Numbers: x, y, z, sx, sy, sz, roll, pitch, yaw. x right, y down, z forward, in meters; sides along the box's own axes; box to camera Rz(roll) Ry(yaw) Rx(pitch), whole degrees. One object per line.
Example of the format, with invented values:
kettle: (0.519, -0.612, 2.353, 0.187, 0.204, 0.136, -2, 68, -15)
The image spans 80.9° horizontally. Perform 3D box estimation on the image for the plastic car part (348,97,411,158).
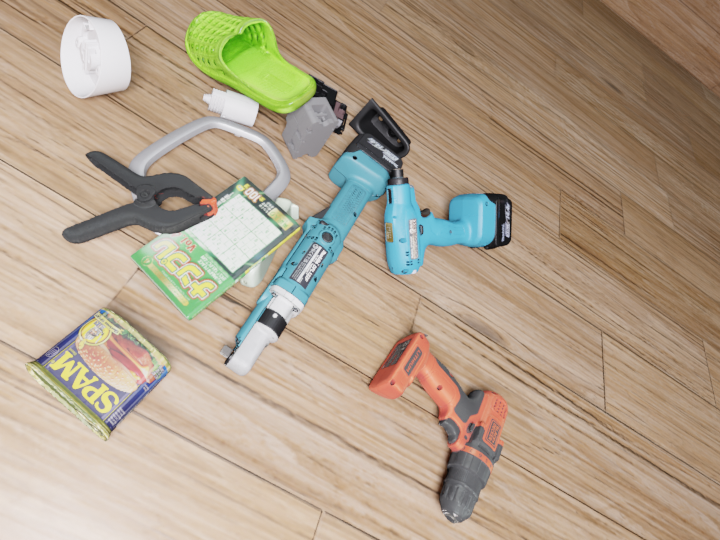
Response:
plastic car part: (0.048, -0.260, 0.789, 0.116, 0.067, 0.070, 47, 37, -3)

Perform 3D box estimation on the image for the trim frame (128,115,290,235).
trim frame: (-0.204, -0.129, 0.598, 0.184, 0.028, 0.247, 39, 50, -2)

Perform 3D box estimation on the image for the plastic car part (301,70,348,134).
plastic car part: (-0.107, -0.313, 0.734, 0.198, 0.068, 0.067, 21, 64, -13)

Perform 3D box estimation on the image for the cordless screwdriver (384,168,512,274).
cordless screwdriver: (0.140, -0.093, 0.692, 0.240, 0.078, 0.157, -13, 102, -32)

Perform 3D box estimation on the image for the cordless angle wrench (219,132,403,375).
cordless angle wrench: (-0.058, -0.038, 0.597, 0.097, 0.075, 0.424, 35, 55, -9)
